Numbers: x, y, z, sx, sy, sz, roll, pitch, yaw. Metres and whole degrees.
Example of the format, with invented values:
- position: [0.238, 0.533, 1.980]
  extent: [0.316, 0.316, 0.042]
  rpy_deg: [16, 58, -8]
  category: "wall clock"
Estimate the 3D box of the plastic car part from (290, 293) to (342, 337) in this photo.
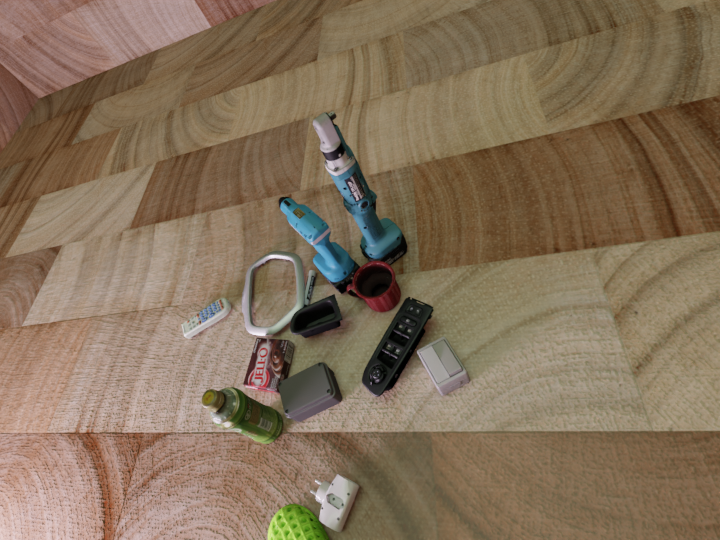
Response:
- position: [-0.092, 0.113, 0.938]
  extent: [0.118, 0.067, 0.069]
  rpy_deg: [-24, 52, 8]
  category: "plastic car part"

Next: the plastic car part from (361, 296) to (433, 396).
- position: [0.073, 0.155, 0.835]
  extent: [0.070, 0.063, 0.202]
  rpy_deg: [24, 71, 34]
  category: "plastic car part"

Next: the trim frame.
- position: [-0.224, 0.051, 1.067]
  extent: [0.187, 0.026, 0.258]
  rpy_deg: [-20, 53, 12]
  category: "trim frame"

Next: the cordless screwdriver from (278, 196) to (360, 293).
- position: [-0.092, -0.060, 0.944]
  extent: [0.074, 0.236, 0.168]
  rpy_deg: [-42, 52, -7]
  category: "cordless screwdriver"

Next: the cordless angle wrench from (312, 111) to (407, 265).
- position: [-0.003, -0.147, 0.854]
  extent: [0.098, 0.401, 0.078]
  rpy_deg: [-37, 52, -4]
  category: "cordless angle wrench"
